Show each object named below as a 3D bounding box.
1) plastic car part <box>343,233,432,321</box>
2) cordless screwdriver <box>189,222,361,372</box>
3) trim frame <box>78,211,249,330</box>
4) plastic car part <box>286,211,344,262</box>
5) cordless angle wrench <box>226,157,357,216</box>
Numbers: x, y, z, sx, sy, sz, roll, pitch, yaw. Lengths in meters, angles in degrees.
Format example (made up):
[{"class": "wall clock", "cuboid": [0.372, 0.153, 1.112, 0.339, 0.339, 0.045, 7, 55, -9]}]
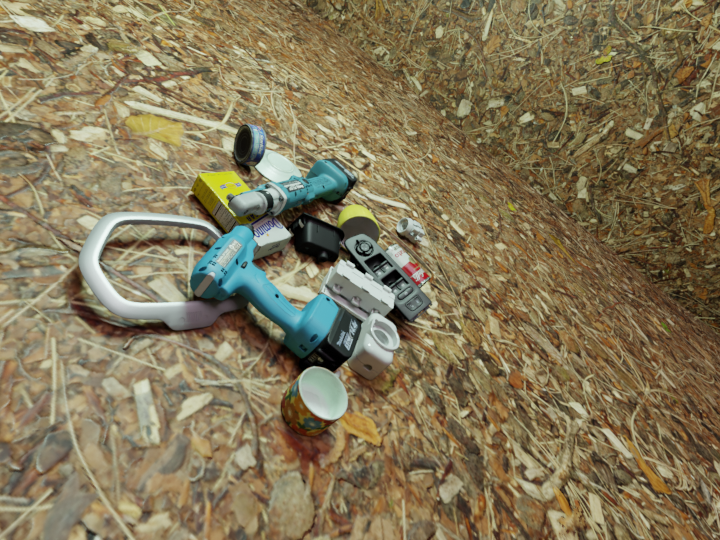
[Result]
[{"class": "plastic car part", "cuboid": [0.045, 0.012, 0.831, 0.065, 0.066, 0.208, -35, 76, -19]}, {"class": "cordless screwdriver", "cuboid": [-0.115, 0.035, 0.627, 0.244, 0.075, 0.161, 37, 33, -10]}, {"class": "trim frame", "cuboid": [-0.257, -0.005, 0.588, 0.237, 0.028, 0.191, 1, 53, -52]}, {"class": "plastic car part", "cuboid": [-0.079, -0.052, 0.813, 0.111, 0.067, 0.073, 23, 51, -29]}, {"class": "cordless angle wrench", "cuboid": [-0.124, -0.158, 0.836, 0.099, 0.075, 0.416, 41, 26, 3]}]
